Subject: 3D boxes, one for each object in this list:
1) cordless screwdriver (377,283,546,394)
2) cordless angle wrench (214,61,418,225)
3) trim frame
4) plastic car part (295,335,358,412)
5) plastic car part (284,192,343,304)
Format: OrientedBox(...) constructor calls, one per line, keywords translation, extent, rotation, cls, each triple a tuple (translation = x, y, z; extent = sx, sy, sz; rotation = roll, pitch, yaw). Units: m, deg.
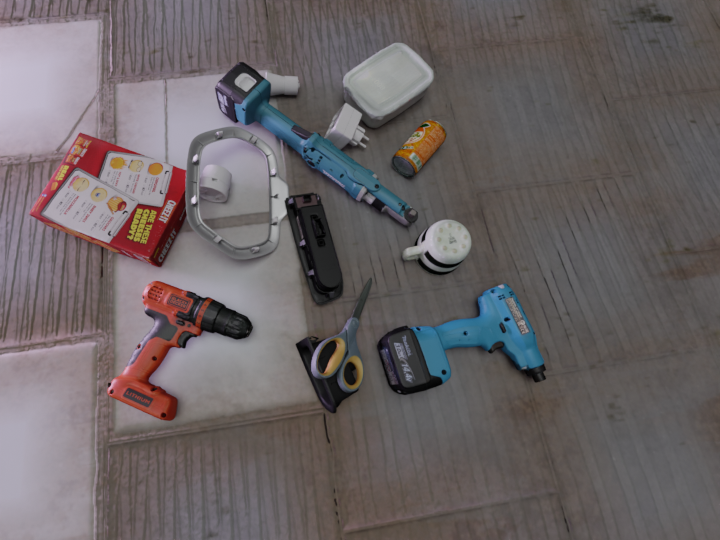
OrientedBox(translation=(0.163, 0.132, 0.664), extent=(0.245, 0.074, 0.163), rotation=(-19, 75, -13), cls="cordless screwdriver")
OrientedBox(translation=(-0.074, -0.213, 0.763), extent=(0.427, 0.097, 0.074), rotation=(37, 74, 5), cls="cordless angle wrench")
OrientedBox(translation=(-0.207, -0.139, 0.725), extent=(0.175, 0.028, 0.254), rotation=(8, 66, -35), cls="trim frame")
OrientedBox(translation=(-0.044, 0.151, 0.658), extent=(0.069, 0.066, 0.119), rotation=(-23, 78, -26), cls="plastic car part")
OrientedBox(translation=(-0.070, -0.046, 0.717), extent=(0.064, 0.068, 0.207), rotation=(-8, 75, -26), cls="plastic car part")
